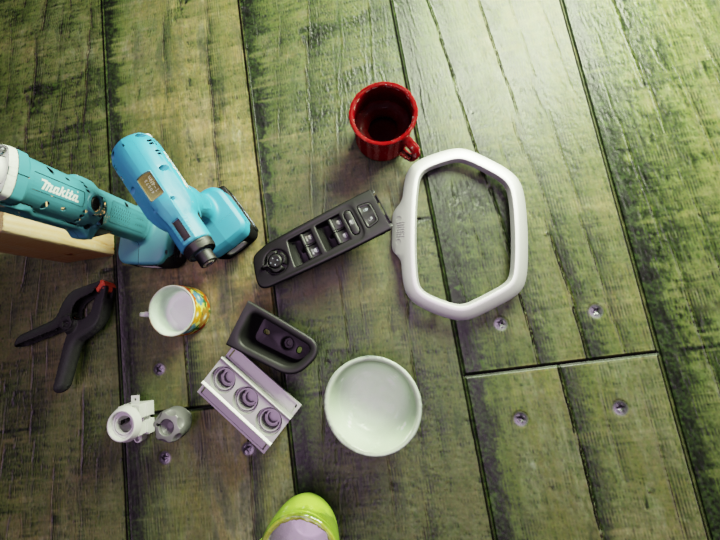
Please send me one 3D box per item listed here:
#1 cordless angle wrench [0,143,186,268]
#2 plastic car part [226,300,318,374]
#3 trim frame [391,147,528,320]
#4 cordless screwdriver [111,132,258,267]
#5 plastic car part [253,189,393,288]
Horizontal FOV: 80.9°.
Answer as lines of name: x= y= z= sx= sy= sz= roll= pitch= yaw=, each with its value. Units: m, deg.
cordless angle wrench: x=-0.313 y=-0.071 z=0.462 sx=0.075 sy=0.416 sz=0.099 roll=1 pitch=84 yaw=2
plastic car part: x=-0.112 y=0.098 z=0.584 sx=0.119 sy=0.069 sz=0.066 roll=25 pitch=85 yaw=9
trim frame: x=0.138 y=-0.055 z=0.598 sx=0.186 sy=0.027 sz=0.251 roll=1 pitch=81 yaw=8
cordless screwdriver: x=-0.194 y=-0.060 z=0.532 sx=0.074 sy=0.244 sz=0.162 roll=-37 pitch=82 yaw=-2
plastic car part: x=-0.059 y=-0.038 z=0.601 sx=0.203 sy=0.066 sz=0.067 roll=-26 pitch=81 yaw=2
